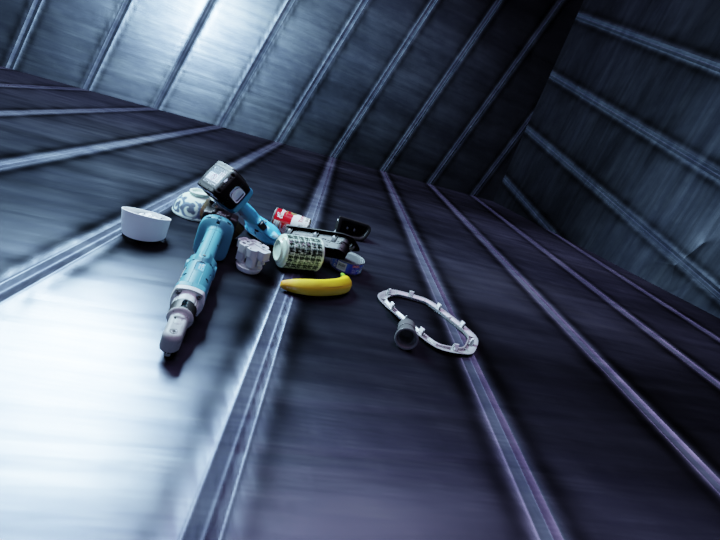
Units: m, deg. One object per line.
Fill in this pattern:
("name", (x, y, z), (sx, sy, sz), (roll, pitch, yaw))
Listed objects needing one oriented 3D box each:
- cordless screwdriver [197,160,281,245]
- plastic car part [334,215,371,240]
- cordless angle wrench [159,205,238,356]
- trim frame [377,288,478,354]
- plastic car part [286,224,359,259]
("cordless screwdriver", (-0.260, -0.137, 0.991), (0.168, 0.074, 0.236), (33, -14, 33))
("plastic car part", (-0.035, -0.133, 1.346), (0.112, 0.066, 0.074), (12, 6, -27))
("cordless angle wrench", (-0.285, -0.001, 0.753), (0.072, 0.097, 0.437), (17, 23, -17))
("trim frame", (0.146, 0.103, 0.925), (0.176, 0.027, 0.263), (1, 28, -36))
("plastic car part", (-0.103, -0.067, 1.054), (0.212, 0.063, 0.067), (7, 45, 27))
